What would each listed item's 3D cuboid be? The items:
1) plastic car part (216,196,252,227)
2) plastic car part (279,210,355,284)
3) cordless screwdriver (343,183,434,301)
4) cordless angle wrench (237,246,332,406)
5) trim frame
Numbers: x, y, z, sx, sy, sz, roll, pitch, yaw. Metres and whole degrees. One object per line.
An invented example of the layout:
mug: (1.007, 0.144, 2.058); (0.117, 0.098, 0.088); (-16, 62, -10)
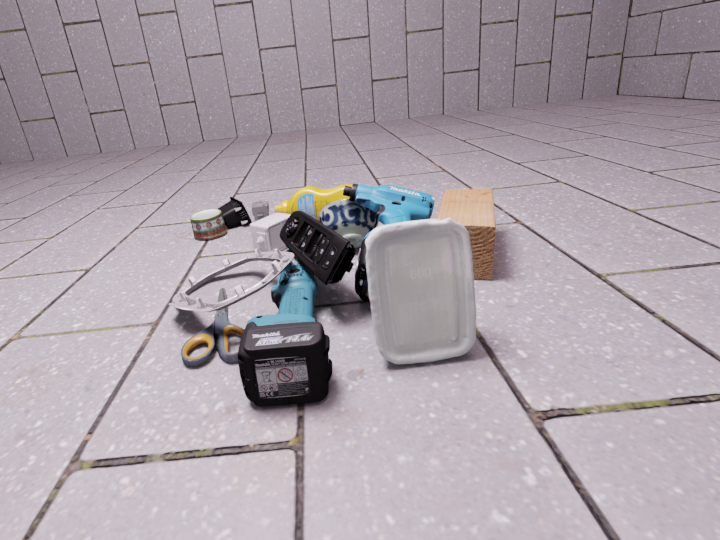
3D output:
plastic car part: (-0.323, -0.138, 1.044); (0.070, 0.063, 0.123); (-33, 30, -21)
plastic car part: (-0.063, -0.041, 0.648); (0.063, 0.066, 0.215); (14, 13, -38)
cordless screwdriver: (0.033, -0.061, 0.673); (0.161, 0.072, 0.253); (12, 41, 3)
cordless angle wrench: (-0.097, 0.026, 0.630); (0.098, 0.072, 0.434); (-6, 23, -3)
trim frame: (-0.205, 0.012, 0.655); (0.181, 0.027, 0.261); (-36, 24, -29)
